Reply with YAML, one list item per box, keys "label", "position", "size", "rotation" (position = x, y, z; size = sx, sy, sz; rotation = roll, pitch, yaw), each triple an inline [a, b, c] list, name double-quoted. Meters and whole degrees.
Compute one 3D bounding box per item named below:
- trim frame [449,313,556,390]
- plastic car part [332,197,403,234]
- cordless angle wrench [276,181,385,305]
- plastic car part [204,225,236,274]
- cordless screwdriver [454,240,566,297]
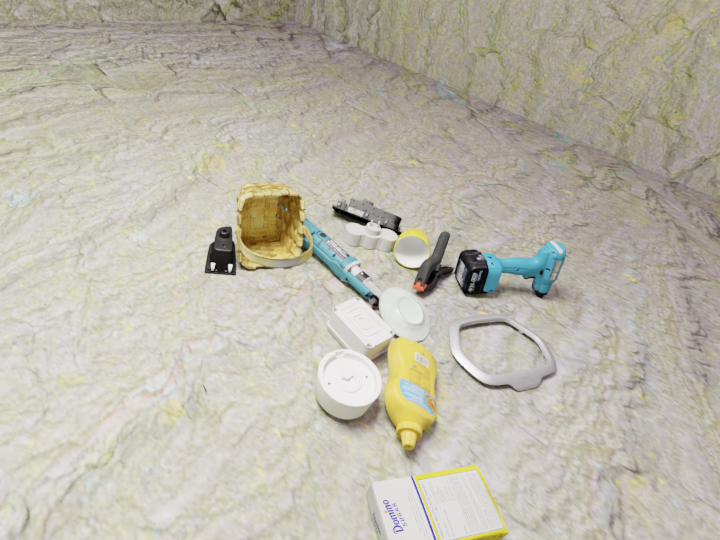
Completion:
- label: "trim frame"
  position: [0.297, 0.166, 0.893]
  size: [0.240, 0.027, 0.194]
  rotation: [-3, 41, -26]
- label: "plastic car part"
  position: [0.026, -0.151, 1.151]
  size: [0.206, 0.065, 0.067]
  rotation: [26, 80, 8]
- label: "cordless angle wrench"
  position: [-0.099, -0.064, 1.009]
  size: [0.095, 0.073, 0.443]
  rotation: [-24, 55, -40]
- label: "plastic car part"
  position: [-0.300, -0.054, 0.922]
  size: [0.064, 0.070, 0.121]
  rotation: [6, 42, -18]
- label: "cordless screwdriver"
  position: [0.364, 0.013, 1.039]
  size: [0.248, 0.154, 0.077]
  rotation: [-5, 38, -3]
